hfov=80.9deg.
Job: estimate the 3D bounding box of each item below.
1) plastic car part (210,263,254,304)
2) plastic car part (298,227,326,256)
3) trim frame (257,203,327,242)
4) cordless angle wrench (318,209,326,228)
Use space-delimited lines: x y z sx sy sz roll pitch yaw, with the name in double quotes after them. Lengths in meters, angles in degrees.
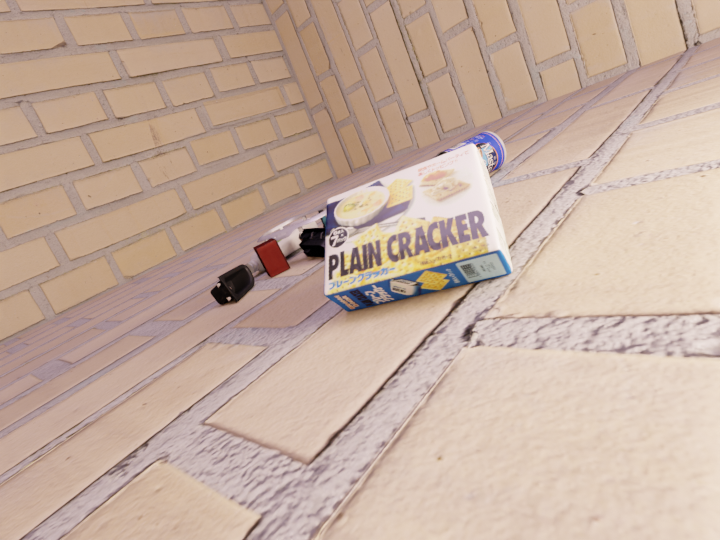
-0.287 0.037 0.932 0.072 0.065 0.116 -34 7 17 "plastic car part"
-0.094 -0.062 0.962 0.066 0.064 0.211 -44 21 -22 "plastic car part"
-0.156 -0.119 1.070 0.258 0.027 0.181 -13 19 33 "trim frame"
-0.031 -0.111 1.028 0.098 0.072 0.435 -25 17 -5 "cordless angle wrench"
